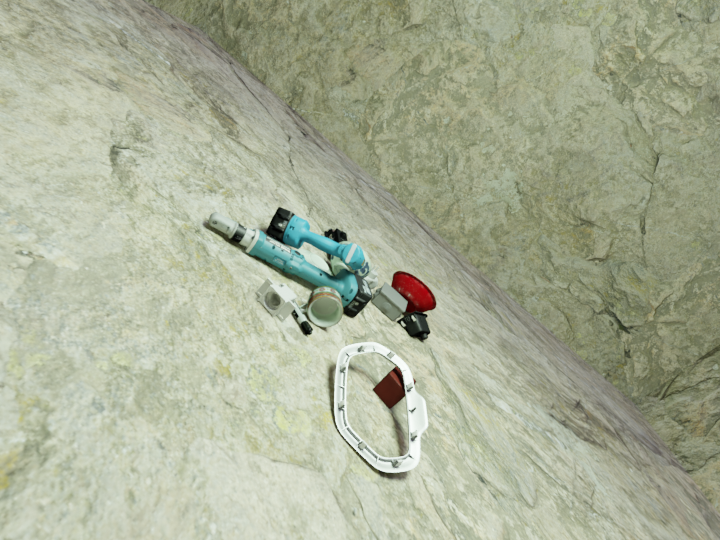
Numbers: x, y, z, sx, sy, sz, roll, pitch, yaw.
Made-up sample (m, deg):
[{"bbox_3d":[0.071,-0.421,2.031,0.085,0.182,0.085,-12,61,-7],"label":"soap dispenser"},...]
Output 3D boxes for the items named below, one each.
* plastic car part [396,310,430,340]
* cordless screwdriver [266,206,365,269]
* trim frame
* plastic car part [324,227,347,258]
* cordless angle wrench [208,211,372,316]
[{"bbox_3d":[0.168,0.164,1.217,0.110,0.067,0.074,22,42,-51],"label":"plastic car part"},{"bbox_3d":[-0.103,-0.068,1.058,0.256,0.074,0.155,24,-6,13],"label":"cordless screwdriver"},{"bbox_3d":[0.037,0.230,0.759,0.179,0.027,0.255,23,36,-15],"label":"trim frame"},{"bbox_3d":[-0.066,-0.081,1.313,0.064,0.068,0.209,41,20,-24],"label":"plastic car part"},{"bbox_3d":[-0.160,-0.021,0.984,0.406,0.074,0.102,29,22,-23],"label":"cordless angle wrench"}]
